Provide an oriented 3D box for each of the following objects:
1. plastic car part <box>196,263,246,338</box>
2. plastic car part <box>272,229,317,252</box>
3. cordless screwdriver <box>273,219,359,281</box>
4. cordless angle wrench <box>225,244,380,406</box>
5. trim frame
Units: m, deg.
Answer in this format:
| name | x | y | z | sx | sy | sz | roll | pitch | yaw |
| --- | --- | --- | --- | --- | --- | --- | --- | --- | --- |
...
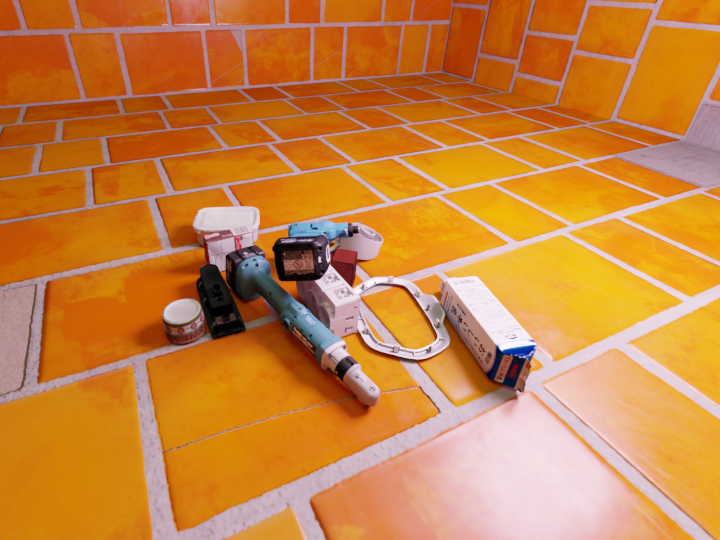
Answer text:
| name | x | y | z | sx | sy | sz | roll | pitch | yaw |
| --- | --- | --- | --- | --- | --- | --- | --- | --- | --- |
| plastic car part | -0.299 | 0.050 | 0.871 | 0.065 | 0.065 | 0.214 | -20 | 37 | -19 |
| plastic car part | -0.145 | -0.038 | 0.999 | 0.116 | 0.063 | 0.074 | -20 | 51 | -2 |
| cordless screwdriver | -0.084 | -0.055 | 0.862 | 0.161 | 0.073 | 0.252 | -4 | 18 | 3 |
| cordless angle wrench | -0.119 | 0.092 | 0.791 | 0.072 | 0.096 | 0.447 | -21 | 43 | -37 |
| trim frame | 0.075 | 0.085 | 0.859 | 0.181 | 0.027 | 0.260 | -7 | 34 | -13 |
